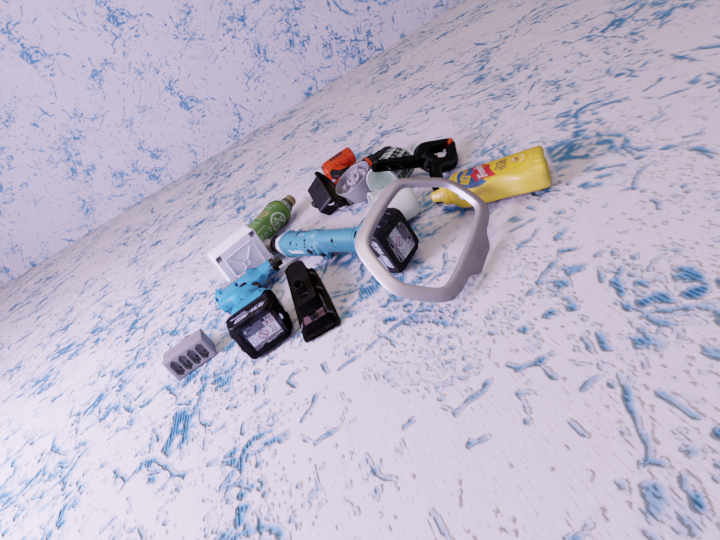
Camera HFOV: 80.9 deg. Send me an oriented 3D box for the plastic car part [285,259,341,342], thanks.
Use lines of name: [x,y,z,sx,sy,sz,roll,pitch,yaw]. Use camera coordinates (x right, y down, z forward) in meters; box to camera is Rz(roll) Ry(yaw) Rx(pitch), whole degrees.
plastic car part: [-0.099,0.039,0.744,0.066,0.064,0.211,-38,27,3]

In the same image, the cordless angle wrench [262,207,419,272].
cordless angle wrench: [-0.082,-0.054,0.837,0.444,0.094,0.074,2,46,49]

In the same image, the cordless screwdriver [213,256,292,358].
cordless screwdriver: [-0.189,0.051,0.797,0.158,0.071,0.260,-37,27,-10]

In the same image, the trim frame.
trim frame: [0.099,-0.056,0.630,0.189,0.027,0.249,21,54,14]

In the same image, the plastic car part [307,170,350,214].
plastic car part: [-0.089,-0.178,1.027,0.071,0.062,0.123,-51,51,21]
